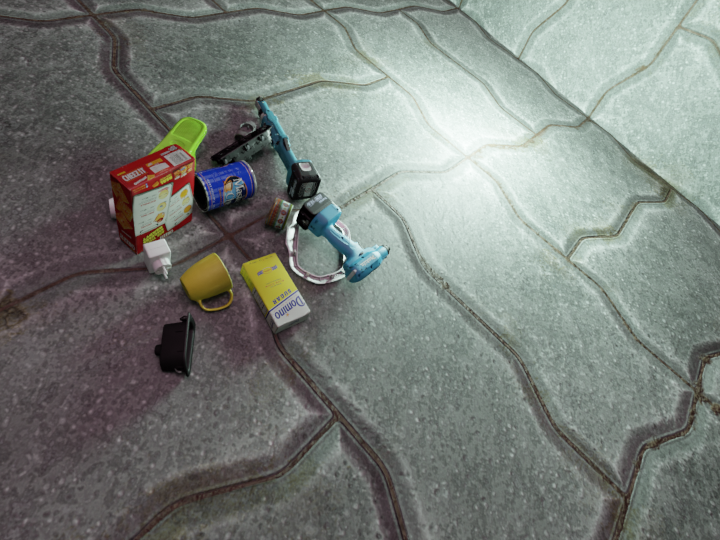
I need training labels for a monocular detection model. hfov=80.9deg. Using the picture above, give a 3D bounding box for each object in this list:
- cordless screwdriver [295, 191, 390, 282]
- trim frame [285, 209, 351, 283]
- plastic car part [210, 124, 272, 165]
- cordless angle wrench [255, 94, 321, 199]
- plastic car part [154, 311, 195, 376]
[{"bbox_3d":[-0.042,-0.097,1.113,0.254,0.074,0.156,47,52,11],"label":"cordless screwdriver"},{"bbox_3d":[-0.110,-0.072,1.126,0.180,0.027,0.255,10,54,-12],"label":"trim frame"},{"bbox_3d":[-0.326,-0.353,1.212,0.201,0.070,0.064,-45,121,-22],"label":"plastic car part"},{"bbox_3d":[-0.242,-0.389,1.280,0.072,0.097,0.442,-11,56,-29],"label":"cordless angle wrench"},{"bbox_3d":[-0.373,0.151,0.846,0.070,0.064,0.120,0,58,-5],"label":"plastic car part"}]
